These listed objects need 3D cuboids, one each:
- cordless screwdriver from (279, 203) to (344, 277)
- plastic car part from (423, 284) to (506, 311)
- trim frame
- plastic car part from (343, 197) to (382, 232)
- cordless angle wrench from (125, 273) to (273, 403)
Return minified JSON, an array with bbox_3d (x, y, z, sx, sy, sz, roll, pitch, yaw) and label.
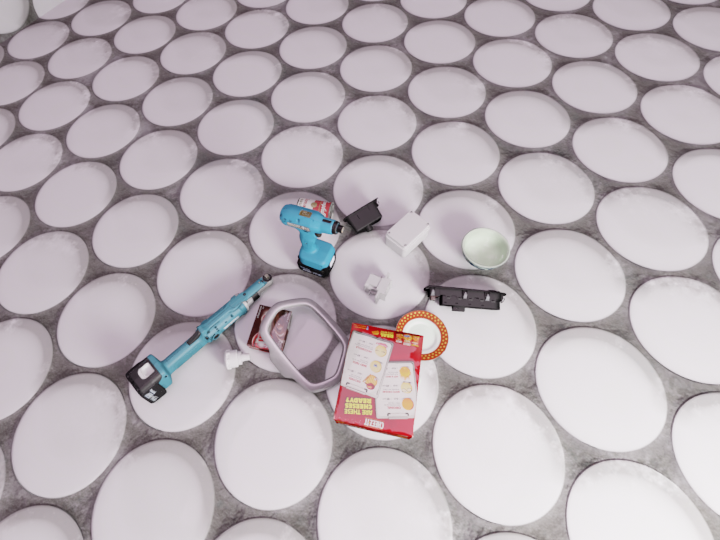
[{"bbox_3d":[-0.106,-0.069,1.081,0.165,0.239,0.075,18,63,17],"label":"cordless screwdriver"},{"bbox_3d":[0.268,0.071,1.073,0.205,0.064,0.068,1,71,5],"label":"plastic car part"},{"bbox_3d":[-0.136,0.178,1.043,0.182,0.027,0.254,-39,78,-23],"label":"trim frame"},{"bbox_3d":[0.015,-0.148,1.226,0.115,0.065,0.072,-35,79,-11],"label":"plastic car part"},{"bbox_3d":[-0.385,0.151,1.079,0.077,0.095,0.418,38,66,20],"label":"cordless angle wrench"}]
